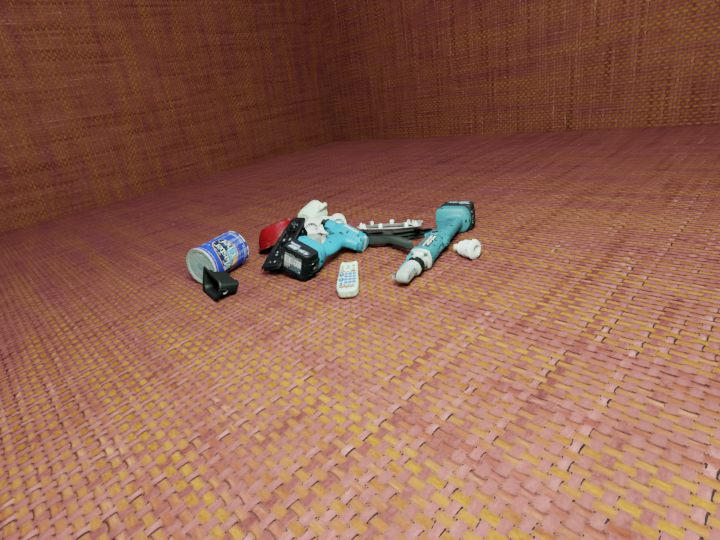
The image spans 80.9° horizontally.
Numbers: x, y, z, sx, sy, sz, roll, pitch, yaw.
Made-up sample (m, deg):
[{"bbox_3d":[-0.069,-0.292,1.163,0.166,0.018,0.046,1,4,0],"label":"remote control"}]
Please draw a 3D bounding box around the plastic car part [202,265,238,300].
[{"bbox_3d":[-0.342,0.034,1.050,0.068,0.065,0.123,-8,20,-39],"label":"plastic car part"}]

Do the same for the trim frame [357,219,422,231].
[{"bbox_3d":[0.084,-0.132,1.225,0.184,0.027,0.250,-3,7,-3],"label":"trim frame"}]

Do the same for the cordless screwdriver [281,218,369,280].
[{"bbox_3d":[-0.110,-0.072,1.129,0.168,0.073,0.241,30,39,30],"label":"cordless screwdriver"}]

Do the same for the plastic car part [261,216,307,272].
[{"bbox_3d":[-0.194,-0.067,1.162,0.069,0.064,0.205,-13,45,37],"label":"plastic car part"}]

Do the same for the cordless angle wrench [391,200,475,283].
[{"bbox_3d":[0.189,-0.074,1.068,0.102,0.072,0.416,5,29,31],"label":"cordless angle wrench"}]
